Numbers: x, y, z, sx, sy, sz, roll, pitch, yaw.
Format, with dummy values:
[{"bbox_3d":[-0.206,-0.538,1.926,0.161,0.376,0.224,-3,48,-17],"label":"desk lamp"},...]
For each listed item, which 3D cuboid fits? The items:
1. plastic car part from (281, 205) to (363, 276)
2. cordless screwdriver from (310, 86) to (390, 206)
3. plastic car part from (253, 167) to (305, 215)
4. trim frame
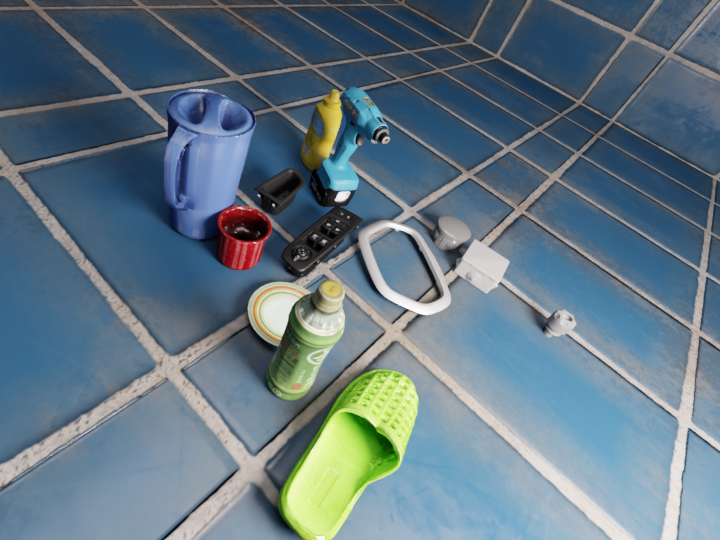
[{"bbox_3d":[-0.079,-0.052,0.808,0.068,0.066,0.200,35,44,10],"label":"plastic car part"},{"bbox_3d":[-0.021,-0.233,0.880,0.071,0.247,0.167,-5,51,-31],"label":"cordless screwdriver"},{"bbox_3d":[-0.163,-0.155,0.873,0.067,0.070,0.115,33,44,8],"label":"plastic car part"},{"bbox_3d":[0.090,-0.014,0.868,0.178,0.027,0.260,-1,48,-23],"label":"trim frame"}]
